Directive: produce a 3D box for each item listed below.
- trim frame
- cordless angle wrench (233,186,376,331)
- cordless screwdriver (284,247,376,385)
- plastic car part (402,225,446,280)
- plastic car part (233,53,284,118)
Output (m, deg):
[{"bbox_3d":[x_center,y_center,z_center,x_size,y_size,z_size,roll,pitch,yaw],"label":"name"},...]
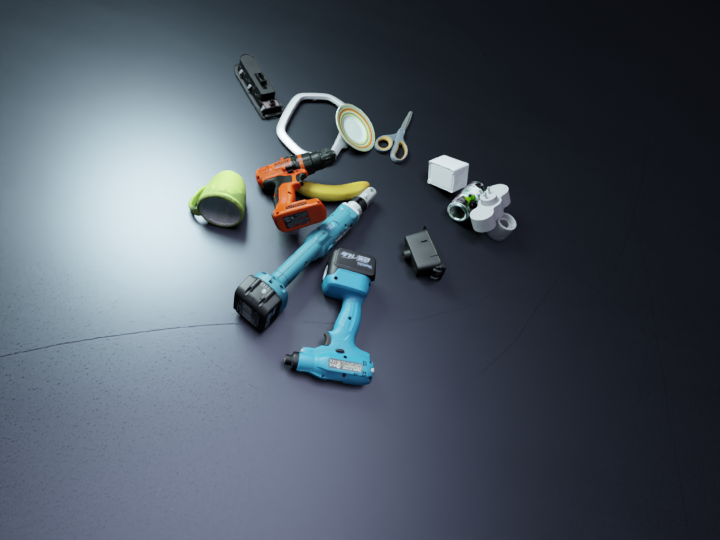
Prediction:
[{"bbox_3d":[-0.109,-0.367,1.071,0.184,0.027,0.252,19,56,-2],"label":"trim frame"},{"bbox_3d":[-0.084,-0.055,0.862,0.076,0.097,0.419,36,55,8],"label":"cordless angle wrench"},{"bbox_3d":[-0.051,0.081,0.800,0.157,0.074,0.254,10,63,-9],"label":"cordless screwdriver"},{"bbox_3d":[0.130,-0.034,0.923,0.070,0.064,0.121,-16,63,-8],"label":"plastic car part"},{"bbox_3d":[-0.265,-0.480,1.079,0.065,0.066,0.211,-25,67,-19],"label":"plastic car part"}]
